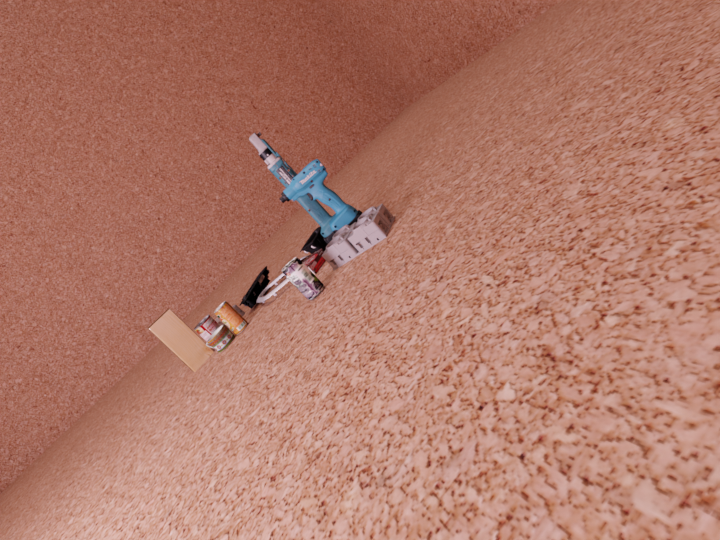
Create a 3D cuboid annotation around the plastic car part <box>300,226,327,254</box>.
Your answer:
[{"bbox_3d":[-0.134,-0.088,1.369,0.067,0.069,0.116,-32,18,38],"label":"plastic car part"}]

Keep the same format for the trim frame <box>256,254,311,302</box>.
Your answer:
[{"bbox_3d":[-0.259,0.030,1.439,0.249,0.027,0.188,-41,16,5],"label":"trim frame"}]

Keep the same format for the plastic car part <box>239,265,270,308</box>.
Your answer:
[{"bbox_3d":[-0.381,0.072,1.550,0.068,0.065,0.204,-34,18,32],"label":"plastic car part"}]

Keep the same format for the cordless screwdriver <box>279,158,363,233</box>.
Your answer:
[{"bbox_3d":[-0.104,-0.181,1.225,0.160,0.244,0.075,-41,11,7],"label":"cordless screwdriver"}]

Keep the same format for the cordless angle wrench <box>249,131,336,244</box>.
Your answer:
[{"bbox_3d":[-0.190,-0.251,1.298,0.098,0.415,0.076,-42,10,2],"label":"cordless angle wrench"}]
